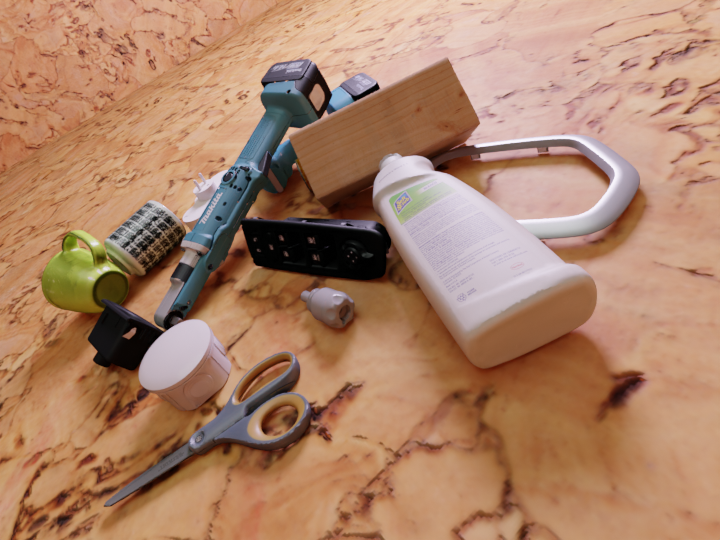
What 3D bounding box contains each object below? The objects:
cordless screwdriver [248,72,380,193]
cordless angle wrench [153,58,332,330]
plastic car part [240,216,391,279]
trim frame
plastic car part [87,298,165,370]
[{"bbox_3d":[-0.083,-0.237,0.718,0.249,0.070,0.168,-34,40,-1],"label":"cordless screwdriver"},{"bbox_3d":[-0.166,-0.115,0.587,0.103,0.070,0.425,10,67,32],"label":"cordless angle wrench"},{"bbox_3d":[-0.048,-0.031,0.487,0.214,0.065,0.065,10,25,40],"label":"plastic car part"},{"bbox_3d":[0.143,-0.086,0.451,0.260,0.026,0.185,3,48,32],"label":"trim frame"},{"bbox_3d":[-0.292,0.084,0.512,0.123,0.062,0.071,9,65,41],"label":"plastic car part"}]
